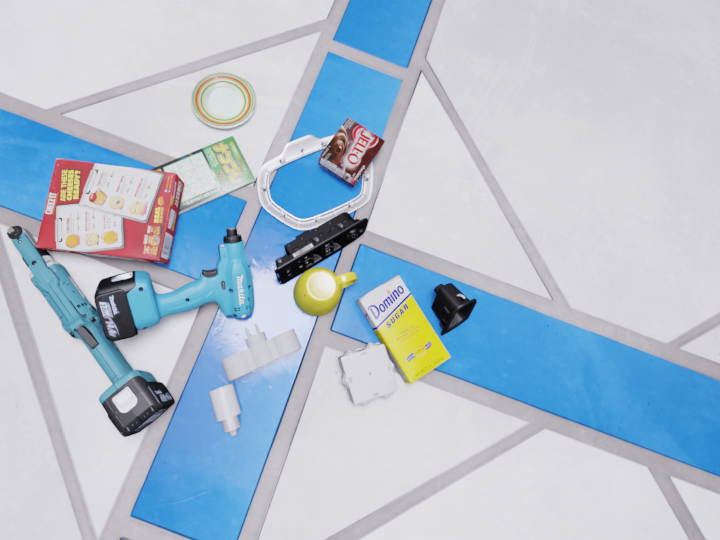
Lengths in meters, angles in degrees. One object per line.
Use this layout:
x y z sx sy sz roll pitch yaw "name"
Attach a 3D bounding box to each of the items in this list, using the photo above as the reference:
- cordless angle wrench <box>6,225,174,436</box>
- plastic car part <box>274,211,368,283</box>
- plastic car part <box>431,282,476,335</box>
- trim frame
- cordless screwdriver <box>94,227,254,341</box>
-0.479 0.083 0.722 0.074 0.097 0.432 -39 79 -15 "cordless angle wrench"
-0.079 -0.052 0.808 0.201 0.064 0.070 -28 57 -11 "plastic car part"
0.165 0.060 0.782 0.065 0.112 0.074 -30 61 -14 "plastic car part"
-0.087 -0.185 0.855 0.246 0.027 0.187 -25 79 -10 "trim frame"
-0.307 0.020 0.712 0.242 0.078 0.156 -10 107 -21 "cordless screwdriver"
